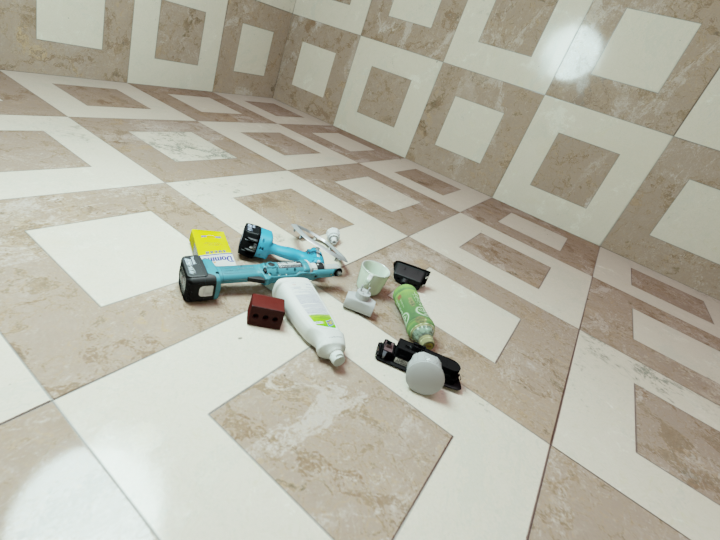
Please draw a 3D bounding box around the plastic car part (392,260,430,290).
[{"bbox_3d":[0.149,0.023,1.319,0.119,0.064,0.071,20,40,9],"label":"plastic car part"}]

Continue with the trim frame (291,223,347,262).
[{"bbox_3d":[-0.128,-0.083,1.304,0.176,0.027,0.261,27,6,-29],"label":"trim frame"}]

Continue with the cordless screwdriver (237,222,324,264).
[{"bbox_3d":[-0.225,-0.064,1.227,0.244,0.074,0.163,18,17,-10],"label":"cordless screwdriver"}]

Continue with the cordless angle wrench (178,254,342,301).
[{"bbox_3d":[-0.229,0.008,1.056,0.405,0.073,0.103,-4,37,-32],"label":"cordless angle wrench"}]

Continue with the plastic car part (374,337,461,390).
[{"bbox_3d":[0.140,0.204,0.967,0.205,0.066,0.066,25,19,6],"label":"plastic car part"}]
